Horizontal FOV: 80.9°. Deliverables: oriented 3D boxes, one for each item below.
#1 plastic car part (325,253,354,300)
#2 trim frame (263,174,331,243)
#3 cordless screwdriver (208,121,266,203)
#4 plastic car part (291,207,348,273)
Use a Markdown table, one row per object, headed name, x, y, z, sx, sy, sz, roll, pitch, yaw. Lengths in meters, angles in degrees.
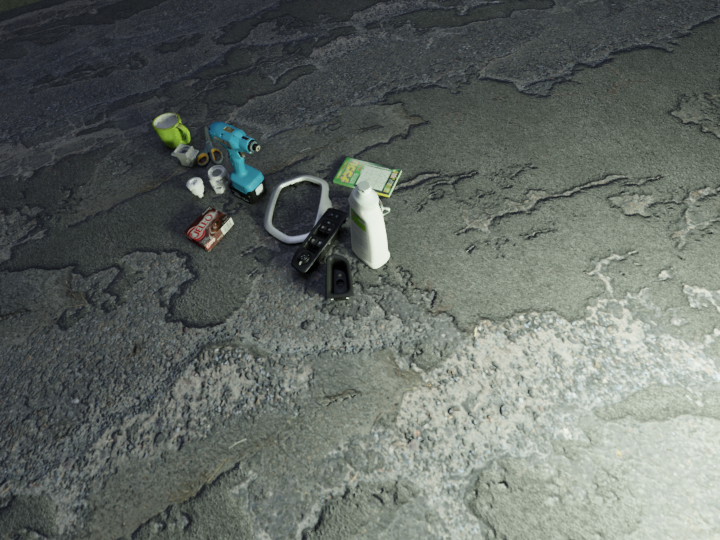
| name | x | y | z | sx | sy | sz | roll | pitch | yaw |
| --- | --- | --- | --- | --- | --- | --- | --- | --- | --- |
| plastic car part | -0.051 | 0.026 | 1.022 | 0.066 | 0.068 | 0.120 | -6 | 56 | 2 |
| trim frame | -0.176 | -0.179 | 1.203 | 0.187 | 0.026 | 0.254 | 2 | 57 | 10 |
| cordless screwdriver | -0.317 | -0.288 | 1.168 | 0.166 | 0.240 | 0.074 | 29 | 63 | 21 |
| plastic car part | -0.107 | -0.070 | 1.097 | 0.069 | 0.064 | 0.202 | 25 | 63 | 21 |
